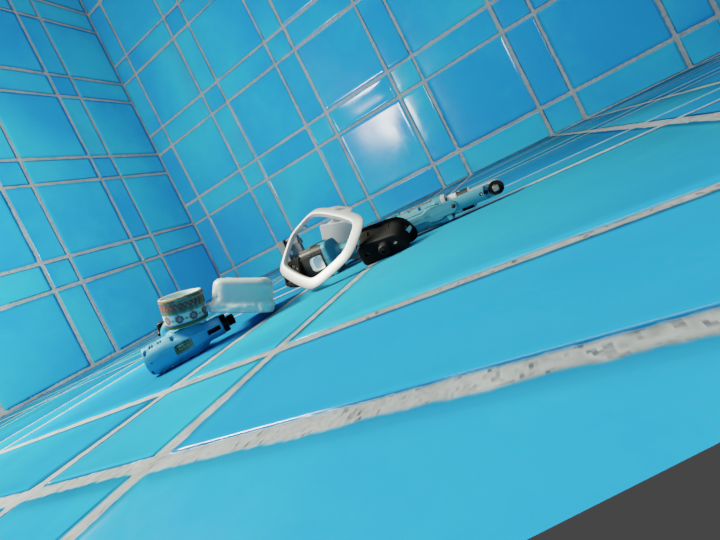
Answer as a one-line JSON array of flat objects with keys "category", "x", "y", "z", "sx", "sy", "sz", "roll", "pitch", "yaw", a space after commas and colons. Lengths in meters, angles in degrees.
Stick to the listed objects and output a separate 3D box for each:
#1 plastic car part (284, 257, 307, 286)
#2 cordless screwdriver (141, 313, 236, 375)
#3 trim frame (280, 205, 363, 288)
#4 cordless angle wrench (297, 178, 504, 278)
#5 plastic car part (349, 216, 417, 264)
[{"category": "plastic car part", "x": -0.154, "y": 0.003, "z": 1.062, "sx": 0.065, "sy": 0.066, "sz": 0.208, "roll": -18, "pitch": 2, "yaw": -25}, {"category": "cordless screwdriver", "x": -0.323, "y": 0.116, "z": 0.816, "sx": 0.157, "sy": 0.073, "sz": 0.256, "roll": -28, "pitch": 10, "yaw": -17}, {"category": "trim frame", "x": -0.081, "y": -0.053, "z": 0.829, "sx": 0.261, "sy": 0.026, "sz": 0.184, "roll": 19, "pitch": 76, "yaw": 57}, {"category": "cordless angle wrench", "x": 0.071, "y": -0.084, "z": 0.843, "sx": 0.434, "sy": 0.074, "sz": 0.096, "roll": -21, "pitch": 6, "yaw": 25}, {"category": "plastic car part", "x": 0.039, "y": -0.047, "z": 0.752, "sx": 0.120, "sy": 0.064, "sz": 0.071, "roll": -21, "pitch": 21, "yaw": 25}]
